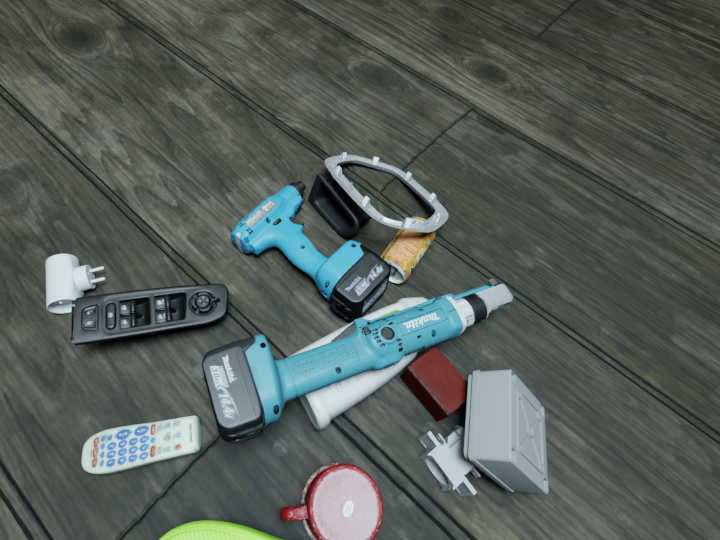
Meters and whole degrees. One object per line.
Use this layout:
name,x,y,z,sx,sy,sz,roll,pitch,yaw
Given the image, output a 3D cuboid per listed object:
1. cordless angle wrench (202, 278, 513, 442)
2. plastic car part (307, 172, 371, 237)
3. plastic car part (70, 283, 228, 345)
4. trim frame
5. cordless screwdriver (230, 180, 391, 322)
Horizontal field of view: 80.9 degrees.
cordless angle wrench,0.024,0.088,0.528,0.413,0.073,0.102,-16,61,-20
plastic car part,-0.025,-0.112,0.723,0.069,0.065,0.120,-29,68,-36
plastic car part,-0.284,0.065,0.591,0.199,0.065,0.069,-10,55,-14
trim frame,0.040,-0.138,0.707,0.177,0.027,0.262,-6,43,-29
cordless screwdriver,-0.065,-0.043,0.668,0.258,0.072,0.158,32,62,19
